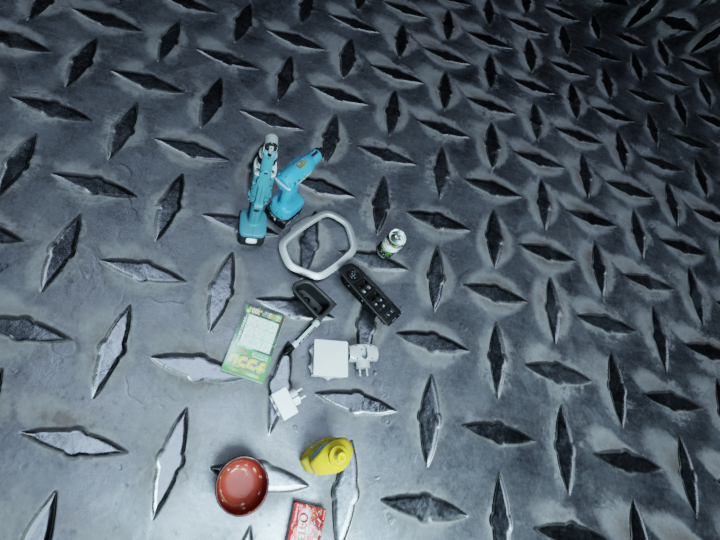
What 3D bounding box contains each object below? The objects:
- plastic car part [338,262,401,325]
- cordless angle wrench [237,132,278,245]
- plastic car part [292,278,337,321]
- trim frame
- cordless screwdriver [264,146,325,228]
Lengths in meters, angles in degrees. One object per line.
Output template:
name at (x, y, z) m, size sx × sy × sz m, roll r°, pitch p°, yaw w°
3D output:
plastic car part at (0.017, 0.065, 1.160) m, size 0.065 × 0.067 × 0.207 m, roll -36°, pitch 79°, yaw -27°
cordless angle wrench at (-0.240, -0.185, 1.005) m, size 0.072 × 0.424 × 0.100 m, roll 6°, pitch 67°, yaw -18°
plastic car part at (-0.132, 0.078, 1.111) m, size 0.118 × 0.071 × 0.065 m, roll 43°, pitch 62°, yaw 5°
trim frame at (-0.119, -0.078, 1.213) m, size 0.187 × 0.027 × 0.245 m, roll 46°, pitch 63°, yaw 8°
cordless screwdriver at (-0.176, -0.224, 1.140) m, size 0.075 × 0.249 × 0.158 m, roll 42°, pitch 61°, yaw 0°
